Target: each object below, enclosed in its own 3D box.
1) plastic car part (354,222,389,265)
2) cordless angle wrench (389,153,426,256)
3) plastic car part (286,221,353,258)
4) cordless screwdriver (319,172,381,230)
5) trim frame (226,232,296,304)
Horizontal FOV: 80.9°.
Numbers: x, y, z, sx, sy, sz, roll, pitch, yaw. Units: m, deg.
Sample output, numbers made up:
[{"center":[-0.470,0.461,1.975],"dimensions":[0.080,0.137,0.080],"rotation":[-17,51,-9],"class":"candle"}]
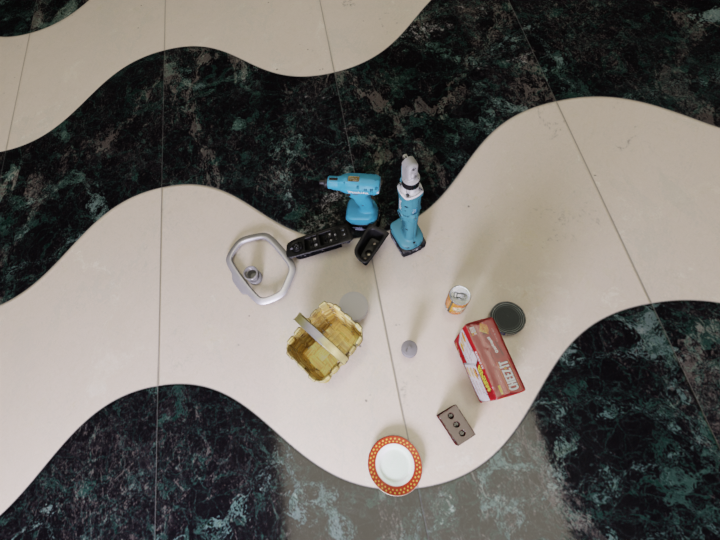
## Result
[{"center":[0.026,-0.065,1.219],"dimensions":[0.068,0.068,0.116],"rotation":[28,76,17],"class":"plastic car part"},{"center":[0.120,-0.153,1.052],"dimensions":[0.074,0.409,0.101],"rotation":[-26,70,-4],"class":"cordless angle wrench"},{"center":[-0.123,-0.080,1.254],"dimensions":[0.204,0.065,0.068],"rotation":[-15,68,4],"class":"plastic car part"},{"center":[-0.020,-0.194,1.186],"dimensions":[0.162,0.240,0.075],"rotation":[6,71,9],"class":"cordless screwdriver"},{"center":[-0.304,-0.010,1.280],"dimensions":[0.183,0.026,0.259],"rotation":[-40,67,-7],"class":"trim frame"}]
